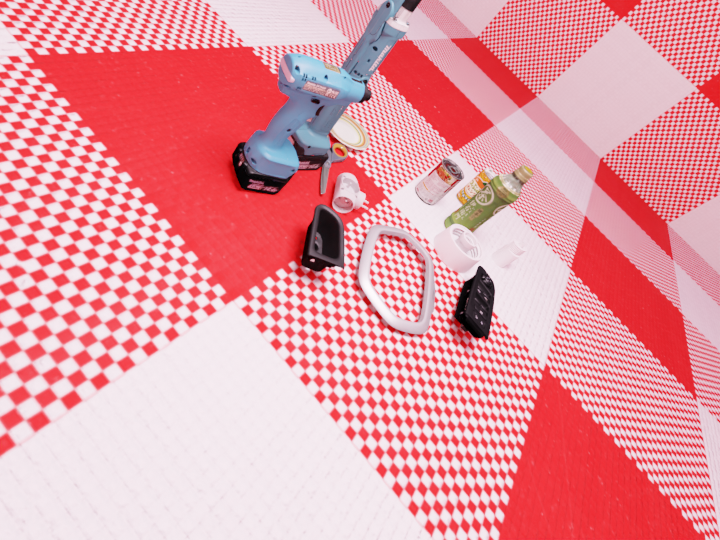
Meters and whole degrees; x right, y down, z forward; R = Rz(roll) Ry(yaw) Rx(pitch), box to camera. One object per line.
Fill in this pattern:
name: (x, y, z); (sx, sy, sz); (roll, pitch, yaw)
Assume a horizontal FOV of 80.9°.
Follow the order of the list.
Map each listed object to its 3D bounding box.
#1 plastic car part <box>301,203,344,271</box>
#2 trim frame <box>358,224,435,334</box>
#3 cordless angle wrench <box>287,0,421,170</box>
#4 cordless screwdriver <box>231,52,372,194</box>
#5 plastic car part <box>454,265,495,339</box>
plastic car part: (-0.069, -0.045, 0.704); (0.063, 0.072, 0.120); (22, 45, -25)
trim frame: (0.076, 0.009, 0.806); (0.179, 0.028, 0.253); (30, 42, -15)
cordless angle wrench: (-0.011, -0.340, 0.730); (0.094, 0.428, 0.076); (-12, 68, -45)
cordless screwdriver: (-0.103, -0.230, 0.698); (0.152, 0.252, 0.077); (1, 59, -40)
plastic car part: (0.230, 0.064, 0.849); (0.066, 0.068, 0.201); (42, 41, -4)
